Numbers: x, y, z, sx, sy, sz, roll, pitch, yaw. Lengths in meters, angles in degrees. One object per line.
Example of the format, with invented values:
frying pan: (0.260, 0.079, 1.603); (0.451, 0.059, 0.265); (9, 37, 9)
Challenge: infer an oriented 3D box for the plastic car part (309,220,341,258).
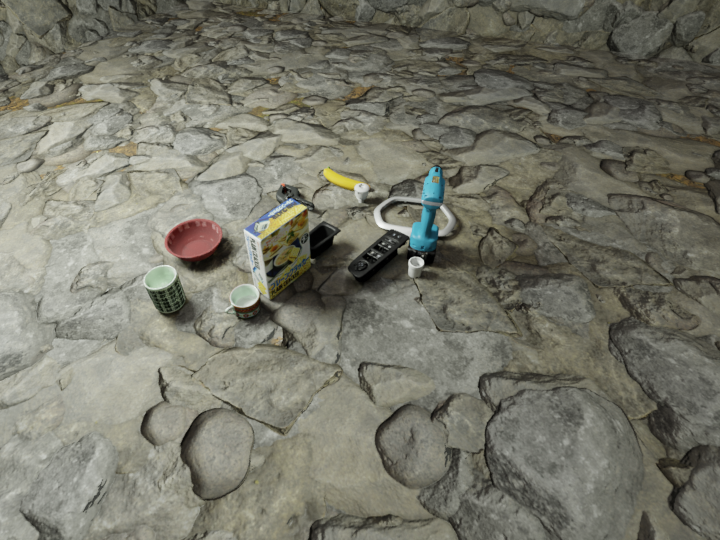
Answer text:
plastic car part: (-0.116, -0.076, 1.187); (0.069, 0.069, 0.115); (28, 52, 24)

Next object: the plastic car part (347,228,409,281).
plastic car part: (0.044, -0.035, 1.145); (0.070, 0.065, 0.199); (35, 55, 29)

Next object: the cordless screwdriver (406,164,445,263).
cordless screwdriver: (0.181, -0.148, 1.129); (0.076, 0.241, 0.161); (10, 46, 7)

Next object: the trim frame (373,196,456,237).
trim frame: (0.164, -0.164, 1.295); (0.253, 0.026, 0.187); (9, 46, 10)
